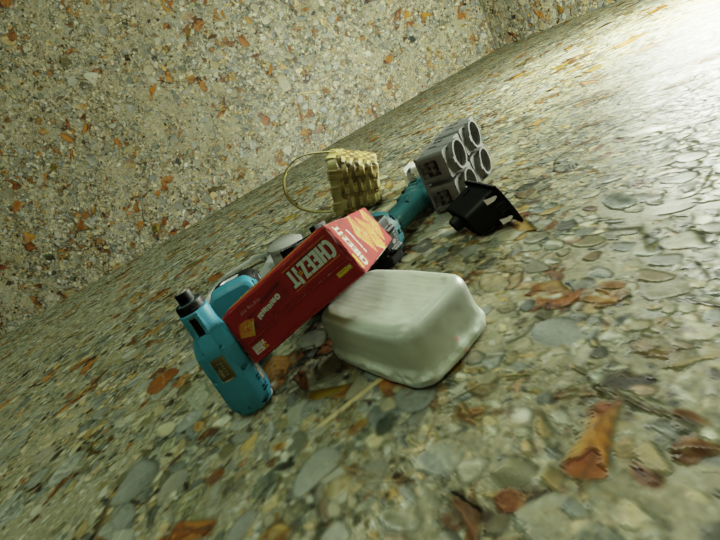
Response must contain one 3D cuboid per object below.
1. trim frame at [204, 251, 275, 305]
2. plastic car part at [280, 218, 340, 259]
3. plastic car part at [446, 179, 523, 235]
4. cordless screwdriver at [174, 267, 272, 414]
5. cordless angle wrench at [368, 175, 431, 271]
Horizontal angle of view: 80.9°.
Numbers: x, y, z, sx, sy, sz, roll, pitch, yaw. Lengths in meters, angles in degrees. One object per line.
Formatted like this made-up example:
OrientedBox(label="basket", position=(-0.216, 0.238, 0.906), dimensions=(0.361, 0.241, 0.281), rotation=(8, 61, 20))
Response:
OrientedBox(label="trim frame", position=(-0.261, 0.023, 0.932), dimensions=(0.187, 0.027, 0.252), rotation=(-25, 20, 13))
OrientedBox(label="plastic car part", position=(-0.076, -0.050, 0.777), dimensions=(0.069, 0.065, 0.199), rotation=(-9, 23, 43))
OrientedBox(label="plastic car part", position=(0.163, -0.085, 0.610), dimensions=(0.071, 0.064, 0.119), rotation=(-43, 17, 4))
OrientedBox(label="cordless screwdriver", position=(-0.174, 0.059, 0.570), dimensions=(0.074, 0.155, 0.255), rotation=(-29, 18, 0))
OrientedBox(label="cordless angle wrench", position=(0.106, -0.139, 0.783), dimensions=(0.102, 0.072, 0.417), rotation=(-9, 26, 42))
